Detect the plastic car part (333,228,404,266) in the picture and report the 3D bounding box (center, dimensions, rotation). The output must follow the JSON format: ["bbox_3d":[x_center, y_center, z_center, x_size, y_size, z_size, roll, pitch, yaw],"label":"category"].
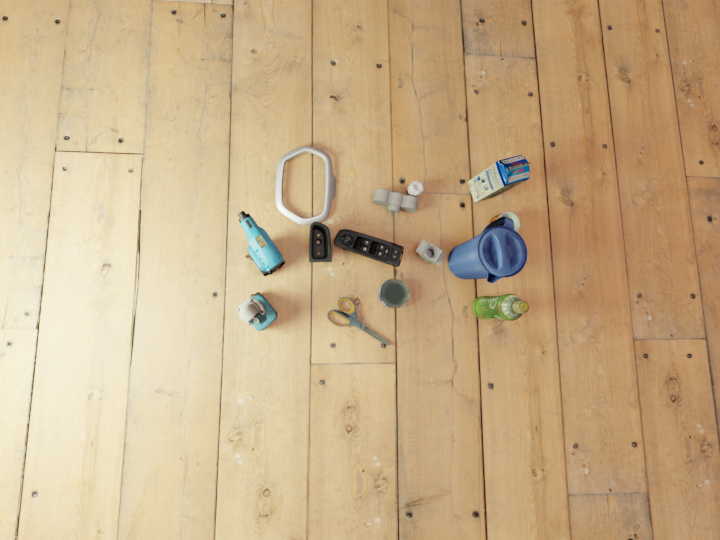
[{"bbox_3d":[0.020,-0.068,1.244,0.202,0.067,0.066,19,81,-3],"label":"plastic car part"}]

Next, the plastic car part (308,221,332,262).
[{"bbox_3d":[-0.120,-0.079,1.231,0.065,0.071,0.117,-1,82,-8],"label":"plastic car part"}]

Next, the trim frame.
[{"bbox_3d":[-0.164,-0.258,1.277,0.182,0.027,0.251,2,81,-5],"label":"trim frame"}]

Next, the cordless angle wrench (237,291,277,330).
[{"bbox_3d":[-0.253,0.098,1.012,0.074,0.425,0.098,-41,93,-12],"label":"cordless angle wrench"}]

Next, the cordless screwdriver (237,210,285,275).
[{"bbox_3d":[-0.267,-0.067,1.126,0.074,0.250,0.160,-34,90,-12],"label":"cordless screwdriver"}]
